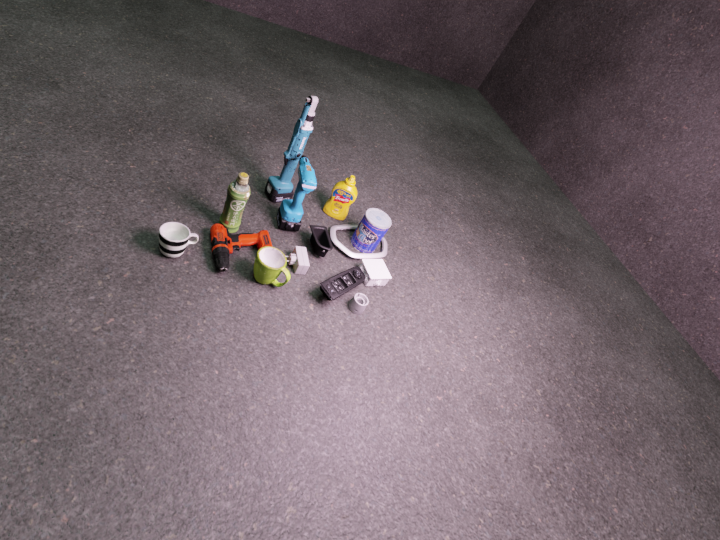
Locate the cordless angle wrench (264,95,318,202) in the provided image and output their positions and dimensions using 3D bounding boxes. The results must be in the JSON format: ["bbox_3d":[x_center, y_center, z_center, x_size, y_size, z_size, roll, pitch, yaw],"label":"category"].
[{"bbox_3d":[-0.230,-0.417,1.473,0.094,0.421,0.077,-11,57,-38],"label":"cordless angle wrench"}]

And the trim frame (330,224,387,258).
[{"bbox_3d":[-0.003,-0.113,1.583,0.238,0.027,0.193,-4,50,-31],"label":"trim frame"}]

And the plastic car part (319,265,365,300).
[{"bbox_3d":[-0.057,0.047,1.365,0.068,0.067,0.197,44,44,16],"label":"plastic car part"}]

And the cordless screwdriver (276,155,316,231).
[{"bbox_3d":[-0.220,-0.263,1.455,0.071,0.248,0.166,9,46,-25],"label":"cordless screwdriver"}]

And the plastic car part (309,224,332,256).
[{"bbox_3d":[-0.143,-0.093,1.458,0.063,0.070,0.122,4,47,-27],"label":"plastic car part"}]
